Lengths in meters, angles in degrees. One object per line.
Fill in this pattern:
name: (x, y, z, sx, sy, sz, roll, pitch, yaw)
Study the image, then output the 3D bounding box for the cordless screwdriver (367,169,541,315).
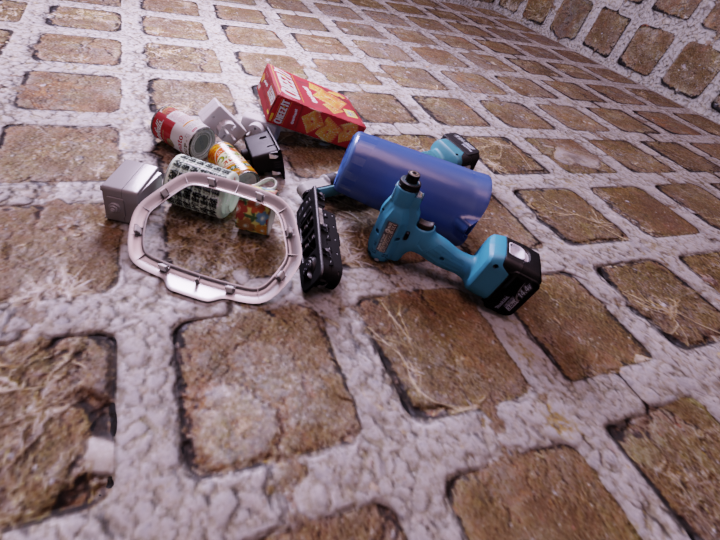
cordless screwdriver: (0.145, -0.043, 0.634, 0.252, 0.157, 0.074, 24, 41, 6)

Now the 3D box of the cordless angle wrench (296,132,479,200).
cordless angle wrench: (0.059, -0.199, 0.848, 0.410, 0.073, 0.103, -19, 56, -29)

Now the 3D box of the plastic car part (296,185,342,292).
plastic car part: (-0.064, -0.042, 0.651, 0.064, 0.067, 0.210, 29, 33, -28)

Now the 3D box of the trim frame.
trim frame: (-0.202, -0.048, 0.592, 0.249, 0.027, 0.186, 18, 70, 2)

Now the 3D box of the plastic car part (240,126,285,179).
plastic car part: (-0.194, -0.227, 0.817, 0.070, 0.064, 0.123, -18, 47, -15)
